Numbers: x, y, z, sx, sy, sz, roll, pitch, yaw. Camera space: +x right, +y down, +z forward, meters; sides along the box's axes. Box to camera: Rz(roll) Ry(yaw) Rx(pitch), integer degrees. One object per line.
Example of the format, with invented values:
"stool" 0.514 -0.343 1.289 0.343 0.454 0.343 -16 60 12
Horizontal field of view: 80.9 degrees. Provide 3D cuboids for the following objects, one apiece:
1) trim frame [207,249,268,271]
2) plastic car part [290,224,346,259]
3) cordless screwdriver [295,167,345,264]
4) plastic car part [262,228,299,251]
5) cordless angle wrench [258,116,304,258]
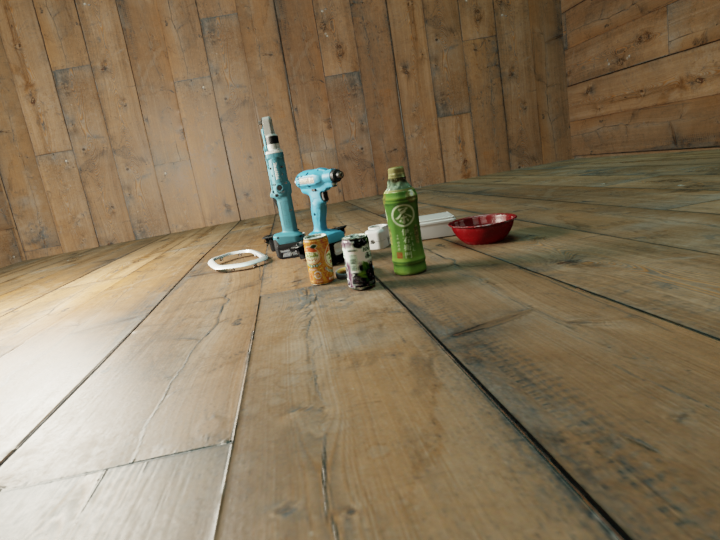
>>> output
"trim frame" -0.383 -0.033 1.331 0.179 0.027 0.259 -16 15 -24
"plastic car part" -0.122 -0.080 1.247 0.070 0.066 0.196 1 18 43
"cordless screwdriver" -0.085 -0.137 1.077 0.072 0.245 0.167 -18 14 -40
"plastic car part" -0.252 -0.091 1.379 0.118 0.070 0.066 -8 12 10
"cordless angle wrench" -0.242 -0.249 1.276 0.099 0.417 0.075 -9 10 4
